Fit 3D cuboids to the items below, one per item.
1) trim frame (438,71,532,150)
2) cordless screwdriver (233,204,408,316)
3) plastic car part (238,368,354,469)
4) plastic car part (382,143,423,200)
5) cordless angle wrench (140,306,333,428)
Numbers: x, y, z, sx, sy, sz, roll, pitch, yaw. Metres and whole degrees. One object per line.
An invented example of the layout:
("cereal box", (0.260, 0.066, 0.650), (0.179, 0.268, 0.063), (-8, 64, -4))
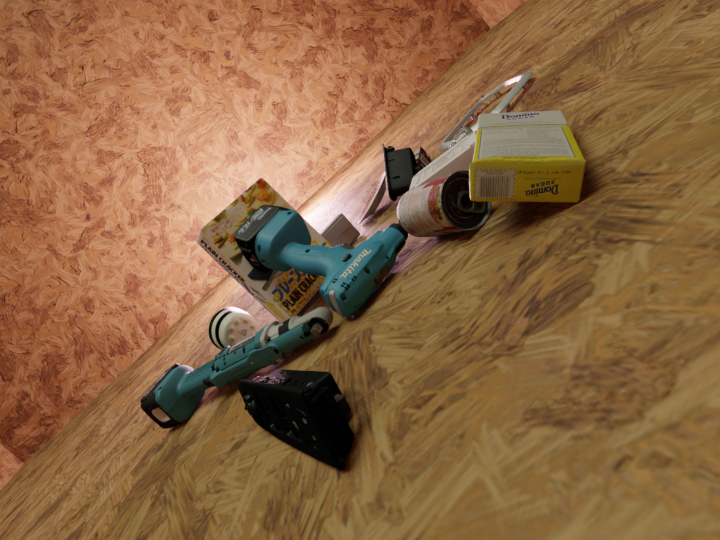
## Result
("trim frame", (0.256, -0.327, 0.878), (0.247, 0.027, 0.190), (-52, 19, -25))
("cordless screwdriver", (-0.061, -0.040, 0.627), (0.263, 0.071, 0.158), (21, 59, 38))
("plastic car part", (-0.066, 0.123, 0.404), (0.066, 0.065, 0.209), (-39, 11, -35))
("plastic car part", (0.088, -0.196, 0.840), (0.073, 0.062, 0.120), (-16, 64, 21))
("cordless angle wrench", (-0.198, 0.146, 0.656), (0.433, 0.072, 0.098), (-30, 18, 33))
